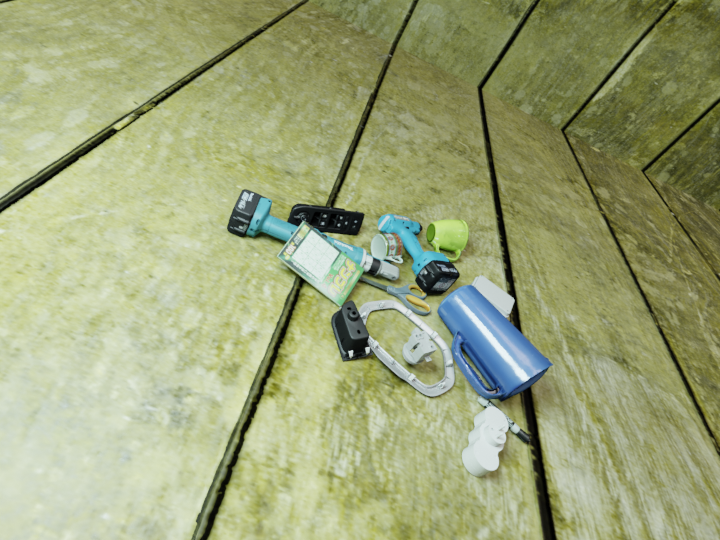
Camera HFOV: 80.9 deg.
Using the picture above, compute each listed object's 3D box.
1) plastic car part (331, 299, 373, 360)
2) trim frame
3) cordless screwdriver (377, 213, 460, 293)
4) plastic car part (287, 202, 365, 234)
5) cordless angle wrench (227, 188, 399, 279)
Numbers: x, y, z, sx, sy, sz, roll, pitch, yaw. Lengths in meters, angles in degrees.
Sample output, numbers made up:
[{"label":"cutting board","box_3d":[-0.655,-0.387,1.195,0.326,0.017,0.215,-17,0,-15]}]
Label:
[{"label":"plastic car part","box_3d":[-0.018,0.111,0.852,0.064,0.070,0.122,-8,55,-21]},{"label":"trim frame","box_3d":[0.100,0.157,0.911,0.255,0.027,0.180,41,43,12]},{"label":"cordless screwdriver","box_3d":[0.164,-0.053,1.124,0.151,0.074,0.261,3,42,-41]},{"label":"plastic car part","box_3d":[-0.093,-0.139,1.079,0.195,0.065,0.070,1,39,-29]},{"label":"cordless angle wrench","box_3d":[-0.097,-0.064,0.993,0.415,0.074,0.100,22,42,-10]}]
